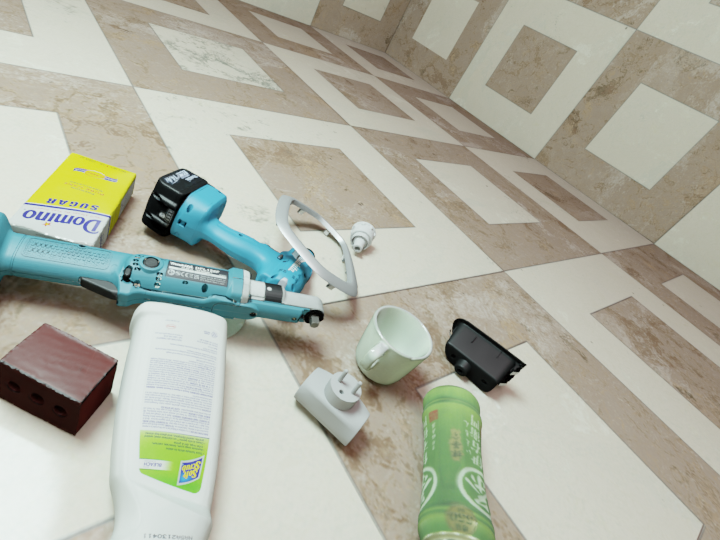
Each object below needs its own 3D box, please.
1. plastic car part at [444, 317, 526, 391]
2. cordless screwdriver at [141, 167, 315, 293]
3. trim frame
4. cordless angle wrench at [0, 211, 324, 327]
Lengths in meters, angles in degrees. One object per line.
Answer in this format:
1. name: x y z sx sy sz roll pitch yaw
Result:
1. plastic car part: 0.174 0.137 0.644 0.121 0.065 0.069 37 47 18
2. cordless screwdriver: -0.180 -0.054 0.627 0.249 0.074 0.159 34 23 0
3. trim frame: -0.066 -0.043 0.680 0.178 0.028 0.256 39 14 -20
4. cordless angle wrench: -0.238 0.011 0.470 0.409 0.074 0.102 11 39 -19
